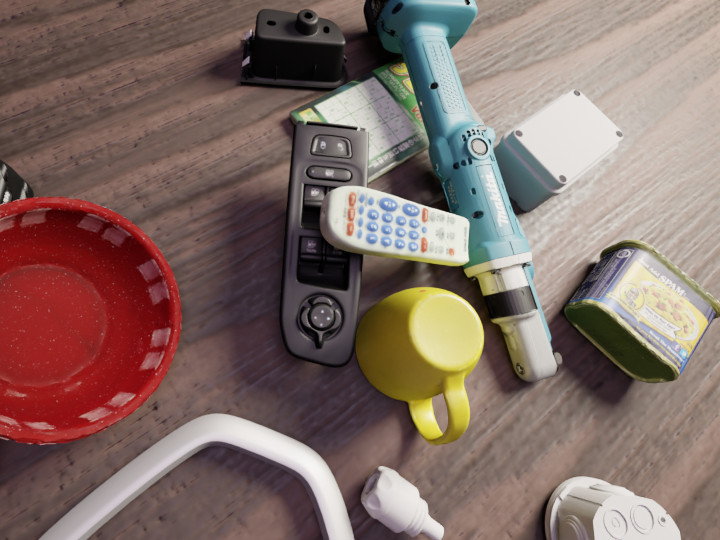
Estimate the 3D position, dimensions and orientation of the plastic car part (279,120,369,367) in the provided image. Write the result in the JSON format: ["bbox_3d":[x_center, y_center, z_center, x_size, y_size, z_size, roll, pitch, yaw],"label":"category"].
[{"bbox_3d":[-0.035,-0.023,0.361,0.065,0.068,0.206,6,73,-16],"label":"plastic car part"}]

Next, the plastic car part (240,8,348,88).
[{"bbox_3d":[-0.065,-0.235,0.437,0.115,0.070,0.067,2,72,-6],"label":"plastic car part"}]

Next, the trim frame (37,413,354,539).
[{"bbox_3d":[-0.118,0.218,0.282,0.245,0.027,0.188,-38,78,-21],"label":"trim frame"}]

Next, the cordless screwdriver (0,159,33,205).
[{"bbox_3d":[-0.338,0.030,0.298,0.157,0.074,0.253,0,74,-9],"label":"cordless screwdriver"}]

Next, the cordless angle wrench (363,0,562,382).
[{"bbox_3d":[0.101,-0.109,0.407,0.096,0.075,0.430,-11,79,-16],"label":"cordless angle wrench"}]
